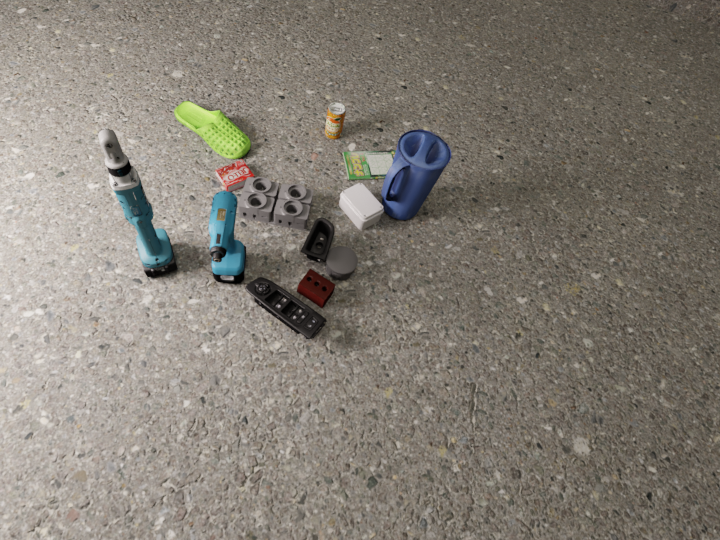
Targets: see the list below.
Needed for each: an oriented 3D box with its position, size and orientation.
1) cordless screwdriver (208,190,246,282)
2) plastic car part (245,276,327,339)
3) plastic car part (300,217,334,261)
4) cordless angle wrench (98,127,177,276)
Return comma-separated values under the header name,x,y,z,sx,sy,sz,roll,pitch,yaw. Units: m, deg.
name,x,y,z,sx,sy,sz,roll,pitch,yaw
cordless screwdriver,-0.301,-0.042,0.945,0.073,0.245,0.164,3,60,-10
plastic car part,-0.178,0.088,0.985,0.209,0.066,0.066,35,60,14
plastic car part,-0.106,-0.070,1.087,0.066,0.070,0.118,18,58,1
cordless angle wrench,-0.459,-0.123,0.874,0.073,0.416,0.102,-16,65,-20
